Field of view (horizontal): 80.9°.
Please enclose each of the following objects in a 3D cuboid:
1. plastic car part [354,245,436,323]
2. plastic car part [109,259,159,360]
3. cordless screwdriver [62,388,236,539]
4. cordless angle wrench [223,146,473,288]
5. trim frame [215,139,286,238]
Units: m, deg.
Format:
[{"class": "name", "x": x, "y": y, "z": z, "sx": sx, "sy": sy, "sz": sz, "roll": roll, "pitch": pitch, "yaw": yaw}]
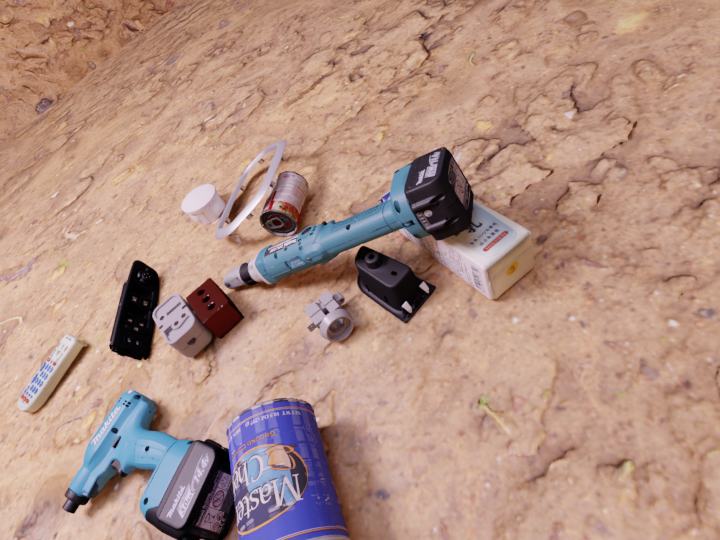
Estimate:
[{"class": "plastic car part", "x": 0.031, "y": 0.005, "z": 0.575, "sx": 0.065, "sy": 0.067, "sz": 0.123, "roll": -46, "pitch": 50, "yaw": -15}, {"class": "plastic car part", "x": -0.405, "y": 0.072, "z": 0.757, "sx": 0.068, "sy": 0.063, "sz": 0.211, "roll": -40, "pitch": 42, "yaw": 28}, {"class": "cordless screwdriver", "x": -0.264, "y": 0.257, "z": 0.522, "sx": 0.261, "sy": 0.070, "sz": 0.160, "roll": 7, "pitch": 57, "yaw": 35}, {"class": "cordless angle wrench", "x": -0.059, "y": -0.038, "z": 0.599, "sx": 0.437, "sy": 0.071, "sz": 0.099, "roll": -19, "pitch": 31, "yaw": 34}, {"class": "trim frame", "x": -0.211, "y": -0.160, "z": 0.818, "sx": 0.189, "sy": 0.026, "sz": 0.254, "roll": -25, "pitch": 42, "yaw": 37}]
